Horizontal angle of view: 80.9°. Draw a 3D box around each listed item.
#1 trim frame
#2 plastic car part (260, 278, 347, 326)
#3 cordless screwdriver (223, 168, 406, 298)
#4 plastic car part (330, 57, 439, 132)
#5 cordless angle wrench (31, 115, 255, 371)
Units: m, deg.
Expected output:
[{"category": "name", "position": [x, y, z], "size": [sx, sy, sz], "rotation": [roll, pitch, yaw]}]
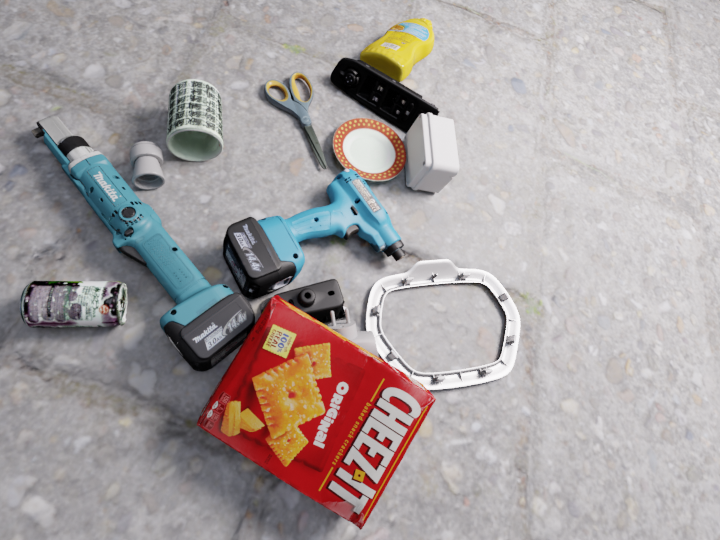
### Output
[{"category": "trim frame", "position": [0.126, 0.073, 0.617], "size": [0.243, 0.027, 0.189], "rotation": [-5, 66, -13]}, {"category": "plastic car part", "position": [-0.069, 0.043, 0.560], "size": [0.113, 0.071, 0.068], "rotation": [-11, 68, -22]}, {"category": "cordless screwdriver", "position": [-0.059, -0.038, 0.601], "size": [0.243, 0.074, 0.163], "rotation": [-30, 77, -28]}, {"category": "plastic car part", "position": [0.045, -0.322, 0.759], "size": [0.203, 0.066, 0.067], "rotation": [29, 53, 1]}, {"category": "cordless angle wrench", "position": [-0.301, -0.061, 0.557], "size": [0.096, 0.074, 0.433], "rotation": [-37, 76, -26]}]
